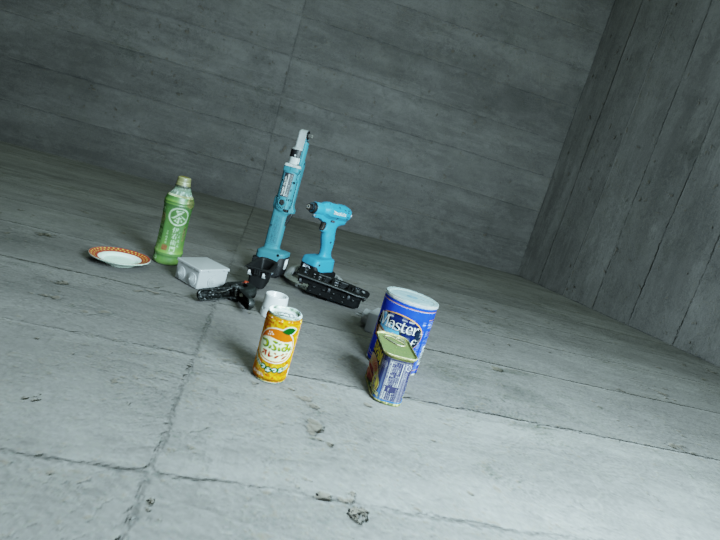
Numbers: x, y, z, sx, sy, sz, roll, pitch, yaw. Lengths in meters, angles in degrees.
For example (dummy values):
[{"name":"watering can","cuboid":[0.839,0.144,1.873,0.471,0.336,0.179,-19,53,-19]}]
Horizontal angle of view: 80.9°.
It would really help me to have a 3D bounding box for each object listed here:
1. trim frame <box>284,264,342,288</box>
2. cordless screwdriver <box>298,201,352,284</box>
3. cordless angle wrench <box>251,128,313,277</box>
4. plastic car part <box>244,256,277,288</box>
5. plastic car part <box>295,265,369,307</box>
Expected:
[{"name":"trim frame","cuboid":[-0.132,0.027,1.263,0.185,0.027,0.249,16,11,1]},{"name":"cordless screwdriver","cuboid":[-0.120,-0.079,1.228,0.079,0.247,0.151,24,12,41]},{"name":"cordless angle wrench","cuboid":[-0.215,-0.192,1.204,0.100,0.420,0.073,18,9,9]},{"name":"plastic car part","cuboid":[-0.248,0.012,1.059,0.066,0.070,0.117,16,10,0]},{"name":"plastic car part","cuboid":[-0.076,0.051,1.117,0.204,0.067,0.066,16,10,2]}]
